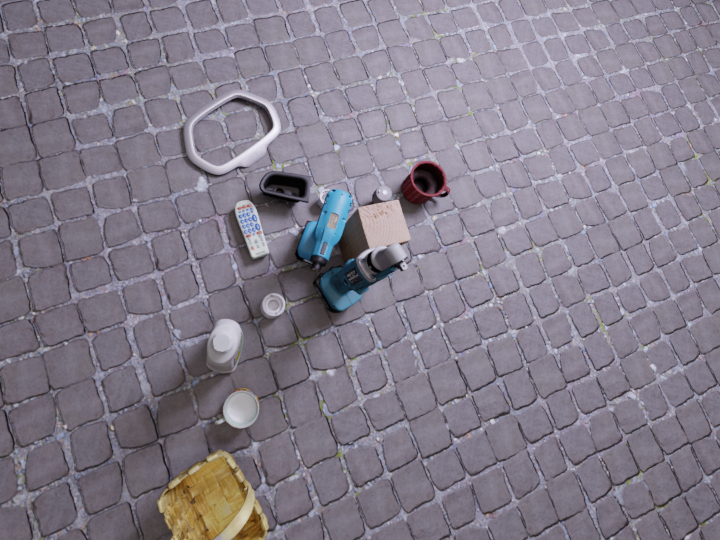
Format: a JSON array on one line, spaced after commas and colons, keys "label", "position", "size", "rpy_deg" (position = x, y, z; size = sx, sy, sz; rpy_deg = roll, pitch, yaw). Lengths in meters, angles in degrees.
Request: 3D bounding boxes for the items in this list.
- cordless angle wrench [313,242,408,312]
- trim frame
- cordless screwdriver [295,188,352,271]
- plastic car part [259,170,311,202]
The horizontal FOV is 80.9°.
[{"label": "cordless angle wrench", "position": [-0.006, 0.010, 0.790], "size": [0.073, 0.426, 0.098], "rpy_deg": [-30, 89, -19]}, {"label": "trim frame", "position": [-0.311, -0.337, 1.028], "size": [0.246, 0.027, 0.185], "rpy_deg": [-42, 87, -17]}, {"label": "cordless screwdriver", "position": [-0.086, -0.056, 0.883], "size": [0.073, 0.251, 0.160], "rpy_deg": [20, 75, -11]}, {"label": "plastic car part", "position": [-0.180, -0.190, 0.993], "size": [0.115, 0.071, 0.067], "rpy_deg": [8, 76, -10]}]
